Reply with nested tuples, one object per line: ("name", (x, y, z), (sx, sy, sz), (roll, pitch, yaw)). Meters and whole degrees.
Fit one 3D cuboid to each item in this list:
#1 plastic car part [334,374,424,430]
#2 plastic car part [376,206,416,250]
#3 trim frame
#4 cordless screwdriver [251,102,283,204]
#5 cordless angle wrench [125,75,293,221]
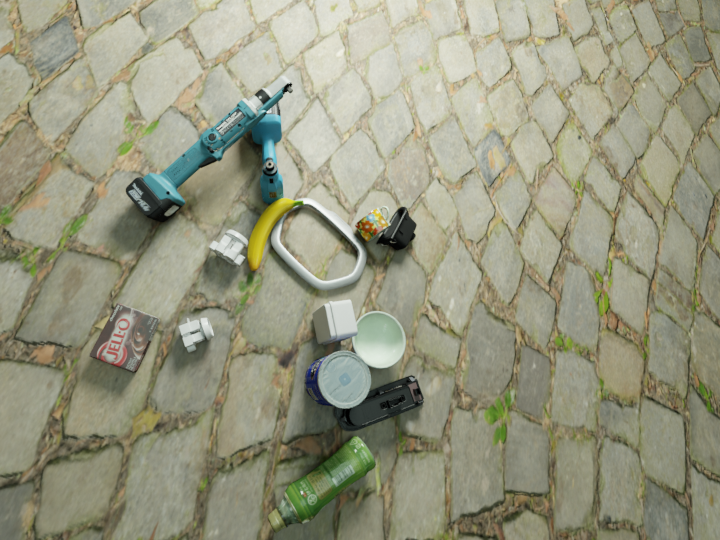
("plastic car part", (0.047, 0.286, 0.894), (0.199, 0.068, 0.067), (-15, 85, -15))
("plastic car part", (0.103, -0.097, 1.044), (0.069, 0.068, 0.116), (42, 63, -16))
("trim frame", (-0.098, -0.064, 1.000), (0.251, 0.027, 0.183), (41, 68, 5))
("cordless screwdriver", (-0.214, -0.291, 0.979), (0.073, 0.157, 0.254), (-6, 72, -10))
("cordless angle wrench", (-0.315, -0.278, 0.921), (0.422, 0.074, 0.099), (-43, 86, -2))
